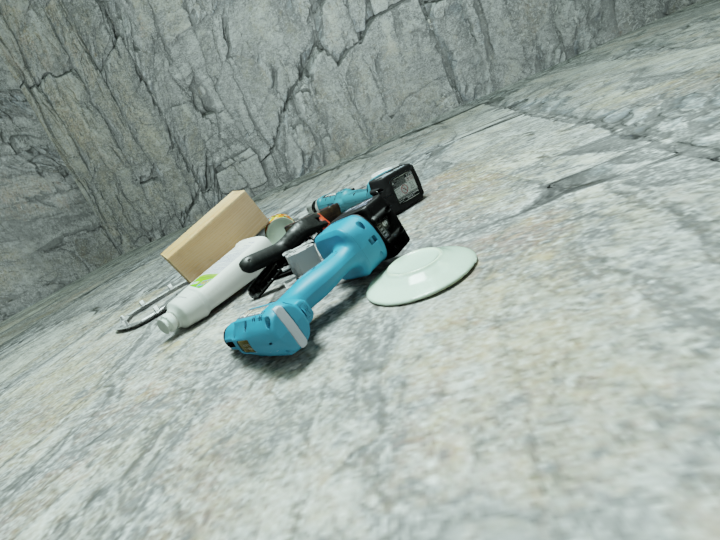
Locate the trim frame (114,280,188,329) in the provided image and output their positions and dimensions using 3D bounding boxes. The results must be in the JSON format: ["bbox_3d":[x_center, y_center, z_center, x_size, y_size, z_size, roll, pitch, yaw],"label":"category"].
[{"bbox_3d":[-0.429,0.059,0.941,0.243,0.027,0.193,-36,22,-35],"label":"trim frame"}]

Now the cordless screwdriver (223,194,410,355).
[{"bbox_3d":[-0.059,0.010,0.523,0.164,0.073,0.246,-18,23,52],"label":"cordless screwdriver"}]

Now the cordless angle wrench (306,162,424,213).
[{"bbox_3d":[-0.029,-0.162,0.977,0.096,0.073,0.441,-33,18,-25],"label":"cordless angle wrench"}]

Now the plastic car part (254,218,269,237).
[{"bbox_3d":[-0.246,-0.090,1.078,0.070,0.063,0.122,-46,26,-15],"label":"plastic car part"}]

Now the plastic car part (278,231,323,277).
[{"bbox_3d":[-0.071,-0.047,0.727,0.208,0.066,0.066,-15,11,19],"label":"plastic car part"}]
